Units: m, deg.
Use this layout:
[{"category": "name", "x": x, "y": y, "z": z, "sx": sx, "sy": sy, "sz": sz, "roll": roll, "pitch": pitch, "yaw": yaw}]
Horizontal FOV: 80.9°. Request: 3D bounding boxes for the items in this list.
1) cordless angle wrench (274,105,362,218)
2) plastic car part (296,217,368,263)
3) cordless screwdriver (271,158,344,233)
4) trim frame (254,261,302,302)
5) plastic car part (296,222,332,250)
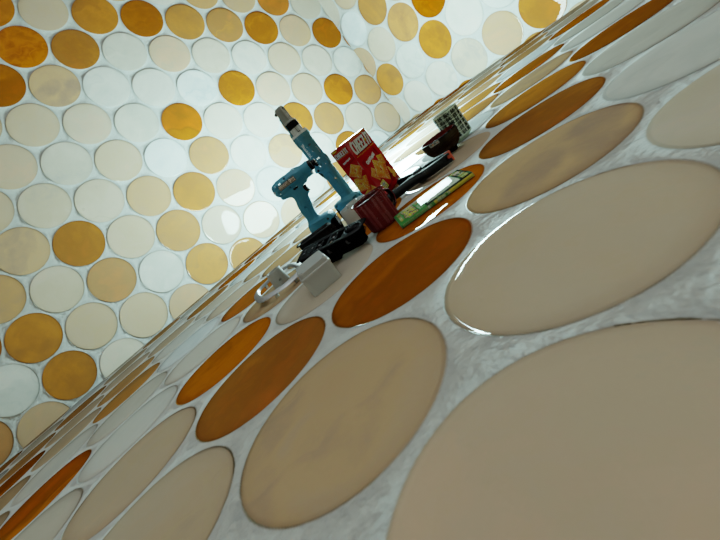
[{"category": "cordless angle wrench", "x": -0.128, "y": -0.344, "z": 1.338, "sx": 0.100, "sy": 0.416, "sz": 0.074, "roll": -30, "pitch": 12, "yaw": 40}, {"category": "plastic car part", "x": -0.061, "y": -0.058, "z": 1.017, "sx": 0.207, "sy": 0.066, "sz": 0.066, "roll": -30, "pitch": 15, "yaw": 31}, {"category": "cordless screwdriver", "x": -0.136, "y": -0.204, "z": 1.276, "sx": 0.161, "sy": 0.244, "sz": 0.075, "roll": -35, "pitch": 10, "yaw": 18}, {"category": "trim frame", "x": -0.232, "y": 0.031, "z": 1.233, "sx": 0.183, "sy": 0.027, "sz": 0.256, "roll": -42, "pitch": 15, "yaw": -13}, {"category": "plastic car part", "x": -0.117, "y": -0.076, "z": 1.196, "sx": 0.116, "sy": 0.069, "sz": 0.067, "roll": -40, "pitch": 12, "yaw": -6}]
